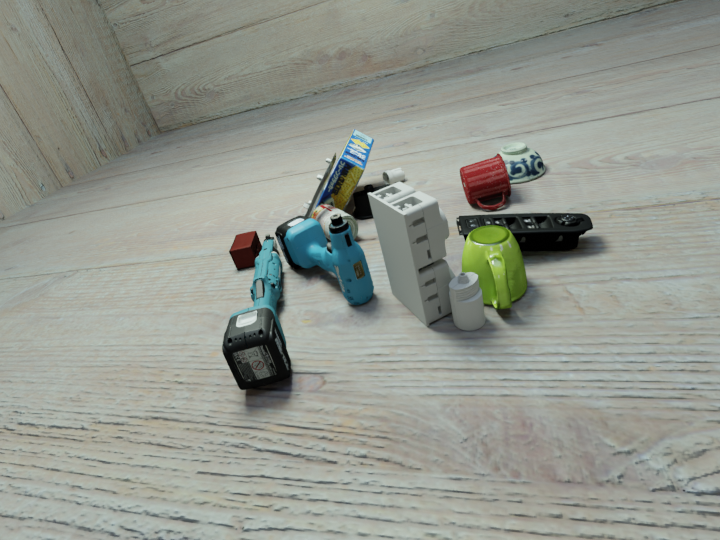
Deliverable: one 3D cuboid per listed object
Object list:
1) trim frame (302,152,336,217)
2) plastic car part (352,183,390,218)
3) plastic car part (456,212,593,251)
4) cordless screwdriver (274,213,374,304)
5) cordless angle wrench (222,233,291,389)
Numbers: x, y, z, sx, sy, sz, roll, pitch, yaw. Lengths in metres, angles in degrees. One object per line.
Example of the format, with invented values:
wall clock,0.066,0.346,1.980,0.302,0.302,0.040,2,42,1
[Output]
trim frame,-0.108,-0.178,1.000,0.027,0.183,0.252,23,45,-8
plastic car part,0.033,-0.166,0.979,0.118,0.068,0.067,-9,30,9
plastic car part,0.266,-0.059,0.691,0.207,0.065,0.067,-5,24,13
cordless screwdriver,-0.075,-0.049,0.768,0.073,0.153,0.263,-29,31,-22
cordless angle wrench,-0.171,0.033,0.763,0.074,0.094,0.437,-17,27,0
